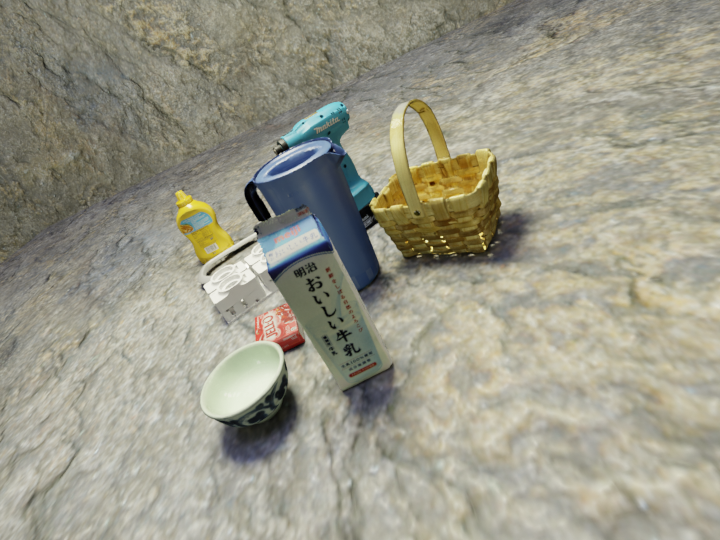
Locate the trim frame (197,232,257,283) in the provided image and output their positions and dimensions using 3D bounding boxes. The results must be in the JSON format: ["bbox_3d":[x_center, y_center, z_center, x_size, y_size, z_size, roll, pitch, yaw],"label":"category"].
[{"bbox_3d":[-0.270,-0.039,0.992,0.246,0.026,0.194,-36,31,-15],"label":"trim frame"}]

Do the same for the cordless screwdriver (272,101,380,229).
[{"bbox_3d":[-0.057,-0.183,0.831,0.157,0.239,0.078,-35,28,-15],"label":"cordless screwdriver"}]
